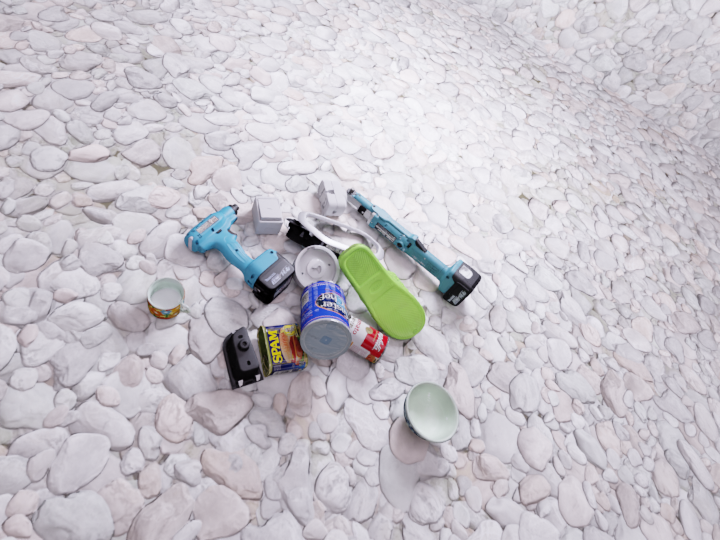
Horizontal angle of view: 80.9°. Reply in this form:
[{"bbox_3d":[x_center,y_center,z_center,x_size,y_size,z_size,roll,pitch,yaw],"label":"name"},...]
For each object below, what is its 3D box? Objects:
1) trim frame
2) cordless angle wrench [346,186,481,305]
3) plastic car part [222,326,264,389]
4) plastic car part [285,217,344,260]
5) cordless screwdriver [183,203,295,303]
[{"bbox_3d":[-0.046,-0.086,1.048,0.238,0.027,0.193,15,26,-27],"label":"trim frame"},{"bbox_3d":[0.120,-0.081,1.133,0.434,0.097,0.073,41,53,13],"label":"cordless angle wrench"},{"bbox_3d":[-0.234,0.164,0.841,0.064,0.071,0.120,-11,67,-30],"label":"plastic car part"},{"bbox_3d":[-0.103,-0.067,1.050,0.202,0.067,0.066,32,16,-2],"label":"plastic car part"},{"bbox_3d":[-0.260,-0.049,0.972,0.253,0.074,0.158,35,53,8],"label":"cordless screwdriver"}]
